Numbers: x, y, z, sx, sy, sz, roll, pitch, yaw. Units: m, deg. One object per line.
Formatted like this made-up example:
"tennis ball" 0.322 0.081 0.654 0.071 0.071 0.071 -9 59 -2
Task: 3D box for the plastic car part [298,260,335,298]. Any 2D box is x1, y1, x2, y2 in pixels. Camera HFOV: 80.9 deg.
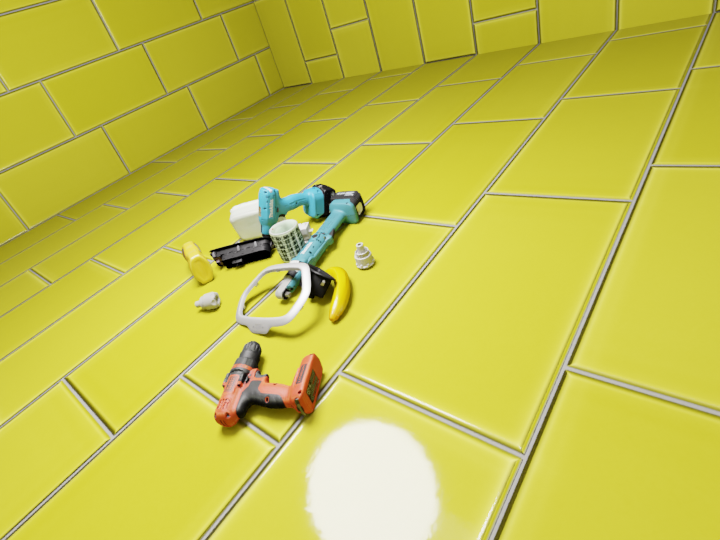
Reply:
"plastic car part" -0.110 0.029 0.999 0.122 0.063 0.071 35 104 61

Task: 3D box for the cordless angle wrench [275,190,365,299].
"cordless angle wrench" -0.113 -0.074 1.152 0.102 0.071 0.422 2 42 31

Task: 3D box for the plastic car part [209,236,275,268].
"plastic car part" -0.345 -0.050 1.249 0.205 0.063 0.070 -17 42 7

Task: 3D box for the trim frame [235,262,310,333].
"trim frame" -0.206 0.061 0.995 0.260 0.026 0.186 -5 53 39

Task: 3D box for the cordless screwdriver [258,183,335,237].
"cordless screwdriver" -0.195 -0.182 1.289 0.239 0.156 0.079 -12 27 -33
